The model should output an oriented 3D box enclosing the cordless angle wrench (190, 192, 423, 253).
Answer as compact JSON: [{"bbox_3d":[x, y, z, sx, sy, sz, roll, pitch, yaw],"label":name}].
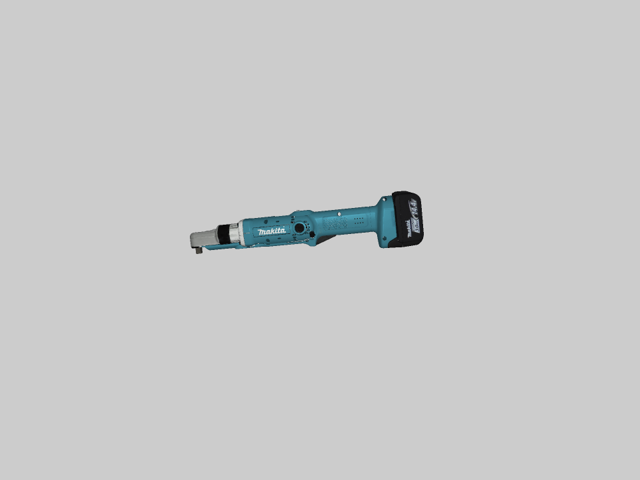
[{"bbox_3d":[-0.033,-0.021,0.773,0.423,0.098,0.074,-5,4,5],"label":"cordless angle wrench"}]
